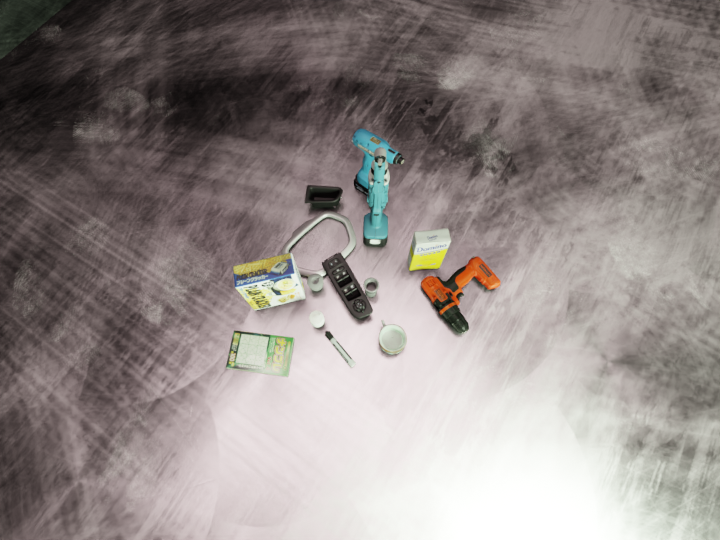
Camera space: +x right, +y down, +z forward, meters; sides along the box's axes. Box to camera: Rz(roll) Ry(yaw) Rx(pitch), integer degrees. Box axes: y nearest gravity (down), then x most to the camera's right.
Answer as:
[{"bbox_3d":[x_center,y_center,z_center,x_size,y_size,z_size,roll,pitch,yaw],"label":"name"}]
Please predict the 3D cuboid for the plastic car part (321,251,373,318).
[{"bbox_3d":[-0.037,0.051,1.217,0.066,0.065,0.211,-29,67,-9],"label":"plastic car part"}]

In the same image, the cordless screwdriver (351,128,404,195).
[{"bbox_3d":[0.052,-0.306,1.269,0.164,0.242,0.074,36,73,15],"label":"cordless screwdriver"}]

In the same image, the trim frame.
[{"bbox_3d":[-0.128,-0.084,1.306,0.191,0.027,0.247,41,76,20],"label":"trim frame"}]

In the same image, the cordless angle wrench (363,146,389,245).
[{"bbox_3d":[0.045,-0.191,1.126,0.075,0.411,0.100,3,68,1],"label":"cordless angle wrench"}]

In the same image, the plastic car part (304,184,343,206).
[{"bbox_3d":[-0.114,-0.227,1.345,0.118,0.069,0.067,4,68,6],"label":"plastic car part"}]
